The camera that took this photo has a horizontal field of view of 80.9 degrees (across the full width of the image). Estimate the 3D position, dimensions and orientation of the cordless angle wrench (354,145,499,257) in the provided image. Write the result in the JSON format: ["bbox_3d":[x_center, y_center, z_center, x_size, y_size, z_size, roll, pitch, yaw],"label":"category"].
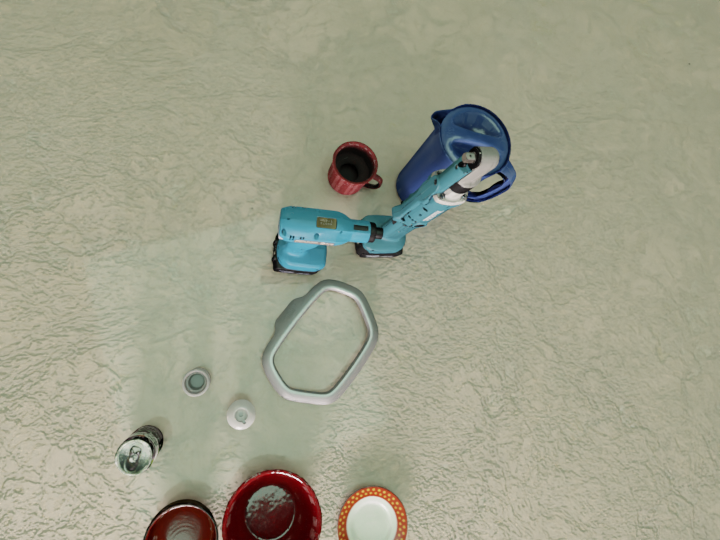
[{"bbox_3d":[0.090,-0.097,0.682,0.096,0.427,0.075,0,80,-16],"label":"cordless angle wrench"}]

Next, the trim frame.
[{"bbox_3d":[-0.073,0.132,0.801,0.184,0.028,0.248,38,73,-1],"label":"trim frame"}]

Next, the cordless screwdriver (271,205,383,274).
[{"bbox_3d":[-0.071,-0.047,0.729,0.156,0.251,0.075,6,78,-14],"label":"cordless screwdriver"}]
